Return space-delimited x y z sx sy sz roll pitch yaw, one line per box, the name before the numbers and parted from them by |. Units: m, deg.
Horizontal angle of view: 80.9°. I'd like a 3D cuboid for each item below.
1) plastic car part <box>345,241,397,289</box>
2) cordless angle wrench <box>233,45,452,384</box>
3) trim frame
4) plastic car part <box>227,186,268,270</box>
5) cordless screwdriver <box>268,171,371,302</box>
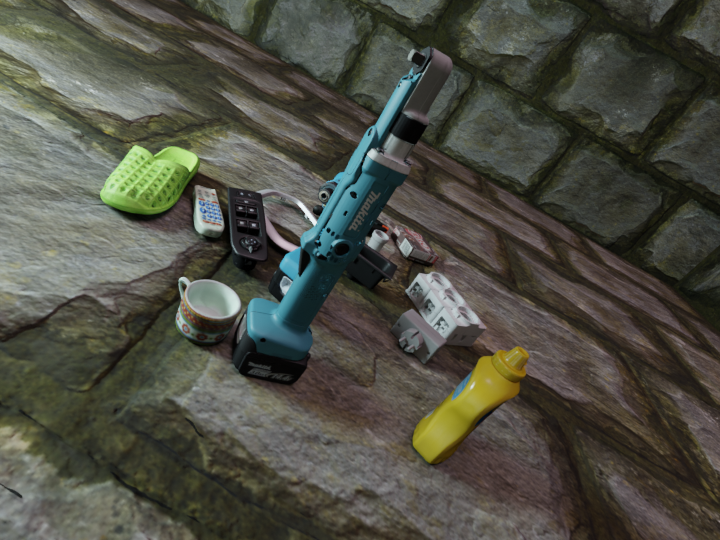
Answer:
plastic car part | 0.004 -0.008 0.841 0.118 0.071 0.065 33 27 5
cordless angle wrench | -0.028 -0.037 0.476 0.094 0.422 0.077 20 30 -24
trim frame | -0.142 -0.098 0.900 0.175 0.027 0.262 2 38 -42
plastic car part | -0.207 -0.072 0.750 0.063 0.067 0.213 15 31 -30
cordless screwdriver | -0.062 -0.041 0.638 0.076 0.248 0.155 38 28 11
